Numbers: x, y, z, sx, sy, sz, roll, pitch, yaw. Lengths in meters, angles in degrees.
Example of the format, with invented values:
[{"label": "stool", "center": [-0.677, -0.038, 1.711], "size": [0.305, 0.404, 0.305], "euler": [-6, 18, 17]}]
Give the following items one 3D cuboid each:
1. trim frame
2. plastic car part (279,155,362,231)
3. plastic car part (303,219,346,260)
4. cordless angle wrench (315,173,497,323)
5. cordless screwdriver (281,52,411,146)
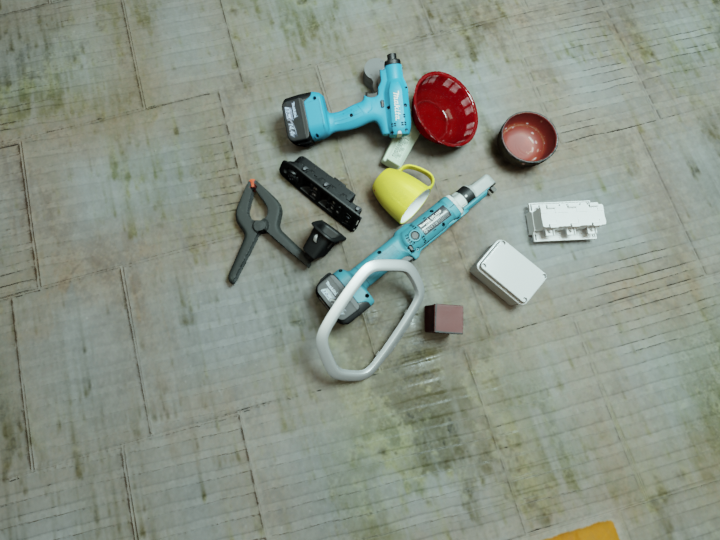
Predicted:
[{"label": "trim frame", "center": [0.021, 0.089, 0.760], "size": [0.175, 0.029, 0.248], "euler": [35, 85, -31]}, {"label": "plastic car part", "center": [-0.075, -0.167, 0.853], "size": [0.206, 0.065, 0.067], "euler": [35, 71, 7]}, {"label": "plastic car part", "center": [-0.079, -0.052, 0.810], "size": [0.067, 0.115, 0.071], "euler": [35, 104, 3]}, {"label": "cordless angle wrench", "center": [0.100, -0.059, 0.824], "size": [0.420, 0.073, 0.100], "euler": [-38, 82, -9]}, {"label": "cordless screwdriver", "center": [-0.030, -0.336, 0.846], "size": [0.252, 0.074, 0.158], "euler": [-5, 96, 8]}]
